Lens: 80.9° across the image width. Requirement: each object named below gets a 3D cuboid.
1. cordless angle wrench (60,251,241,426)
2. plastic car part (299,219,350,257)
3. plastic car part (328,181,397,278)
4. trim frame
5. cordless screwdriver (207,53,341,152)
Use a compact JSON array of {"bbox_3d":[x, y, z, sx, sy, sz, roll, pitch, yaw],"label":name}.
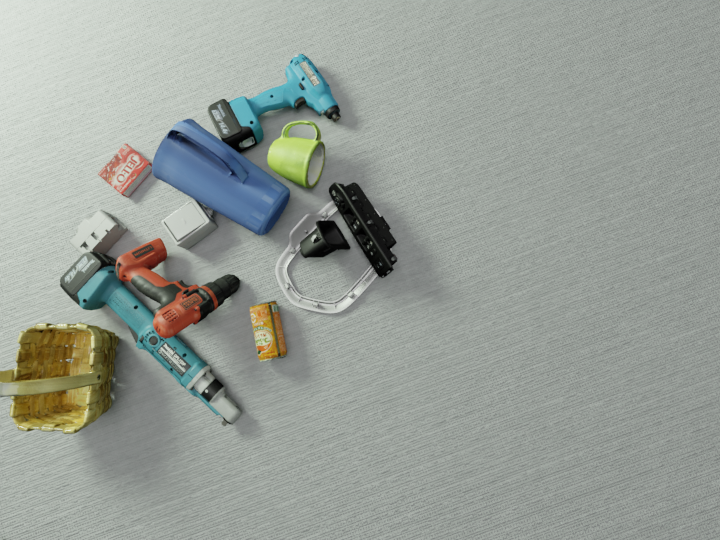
[{"bbox_3d":[-0.385,0.132,0.804,0.429,0.073,0.098,41,85,7],"label":"cordless angle wrench"},{"bbox_3d":[-0.076,-0.050,0.775,0.072,0.113,0.067,-35,83,20],"label":"plastic car part"},{"bbox_3d":[0.011,-0.089,0.794,0.066,0.066,0.207,-33,80,-13],"label":"plastic car part"},{"bbox_3d":[-0.054,-0.032,0.829,0.188,0.027,0.248,41,87,10],"label":"trim frame"},{"bbox_3d":[-0.173,-0.322,0.866,0.247,0.073,0.162,-33,81,-6],"label":"cordless screwdriver"}]
